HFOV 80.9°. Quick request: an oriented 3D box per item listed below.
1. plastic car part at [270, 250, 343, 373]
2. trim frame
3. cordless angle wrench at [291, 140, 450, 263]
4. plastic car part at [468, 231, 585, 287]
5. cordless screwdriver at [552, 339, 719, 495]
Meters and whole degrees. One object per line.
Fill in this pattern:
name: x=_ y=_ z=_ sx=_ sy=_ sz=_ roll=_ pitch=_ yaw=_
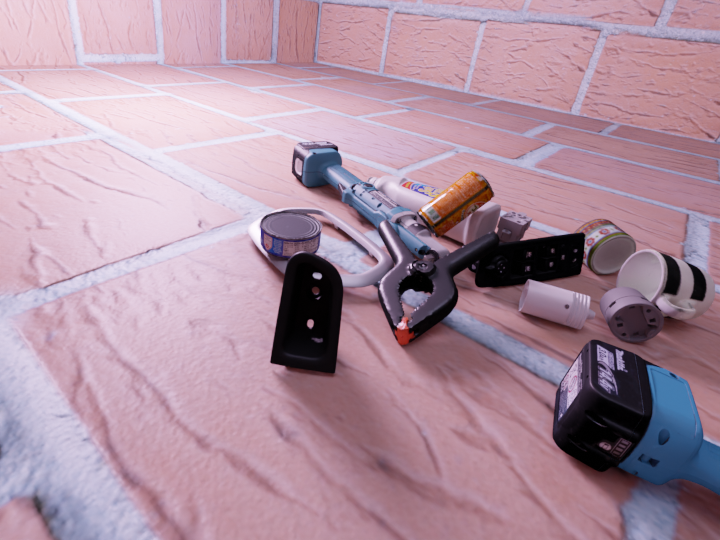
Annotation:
plastic car part: x=-0.050 y=0.036 z=0.440 sx=0.066 sy=0.116 sz=0.071 roll=8 pitch=6 yaw=-1
trim frame: x=-0.062 y=-0.041 z=0.634 sx=0.178 sy=0.027 sz=0.263 roll=-16 pitch=36 yaw=-31
cordless angle wrench: x=0.007 y=-0.128 z=0.754 sx=0.094 sy=0.073 sz=0.448 roll=-12 pitch=38 yaw=-30
plastic car part: x=0.238 y=-0.021 z=0.623 sx=0.196 sy=0.065 sz=0.071 roll=-10 pitch=25 yaw=-25
cordless screwdriver: x=0.305 y=0.147 z=0.348 sx=0.260 sy=0.073 sz=0.155 roll=27 pitch=35 yaw=23
